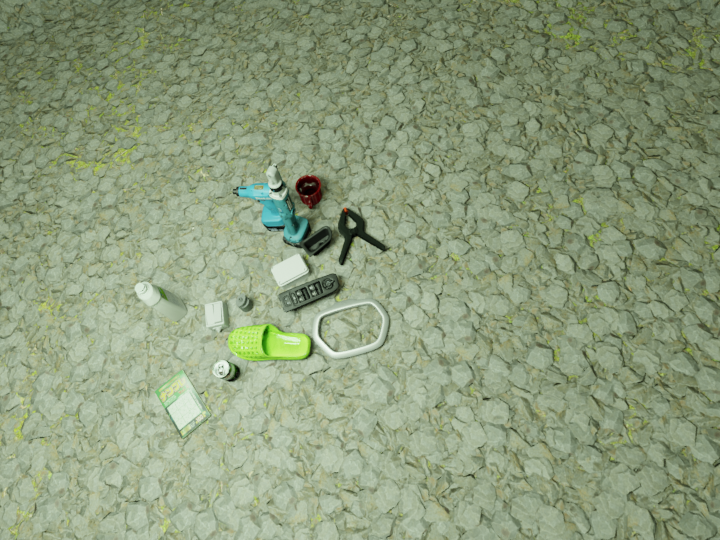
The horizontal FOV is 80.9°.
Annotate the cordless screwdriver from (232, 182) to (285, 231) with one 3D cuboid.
[{"bbox_3d":[-0.326,-0.217,1.437,0.161,0.241,0.076,2,69,6],"label":"cordless screwdriver"}]

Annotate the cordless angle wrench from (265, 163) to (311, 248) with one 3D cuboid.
[{"bbox_3d":[-0.232,-0.194,1.321,0.076,0.410,0.098,19,71,10],"label":"cordless angle wrench"}]

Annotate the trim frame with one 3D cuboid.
[{"bbox_3d":[-0.032,0.178,1.340,0.249,0.026,0.190,-17,65,1],"label":"trim frame"}]

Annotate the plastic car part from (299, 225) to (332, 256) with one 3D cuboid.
[{"bbox_3d":[-0.142,-0.093,1.451,0.116,0.069,0.068,-37,69,-9],"label":"plastic car part"}]

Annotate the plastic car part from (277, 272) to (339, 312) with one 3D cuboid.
[{"bbox_3d":[-0.163,0.075,1.383,0.202,0.065,0.069,-24,67,-3],"label":"plastic car part"}]
